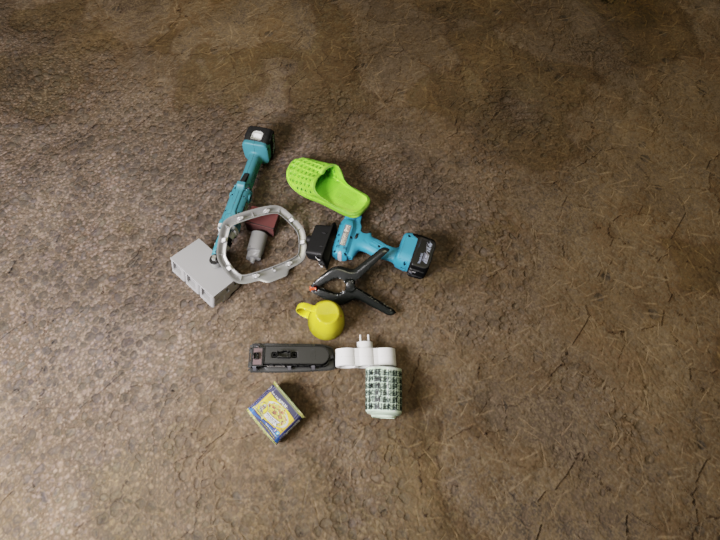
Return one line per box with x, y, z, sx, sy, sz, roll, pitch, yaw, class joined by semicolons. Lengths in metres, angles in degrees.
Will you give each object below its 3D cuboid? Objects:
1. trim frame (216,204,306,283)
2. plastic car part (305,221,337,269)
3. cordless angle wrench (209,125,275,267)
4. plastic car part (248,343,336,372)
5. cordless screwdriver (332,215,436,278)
-0.236;-0.064;1.040;0.240;0.028;0.184;-21;93;-36;trim frame
-0.106;-0.070;1.089;0.073;0.063;0.118;6;62;15;plastic car part
-0.312;-0.194;1.100;0.075;0.096;0.430;10;62;0;cordless angle wrench
-0.155;0.194;0.966;0.202;0.065;0.068;2;60;-3;plastic car part
0.063;-0.078;1.084;0.253;0.072;0.161;14;66;9;cordless screwdriver
